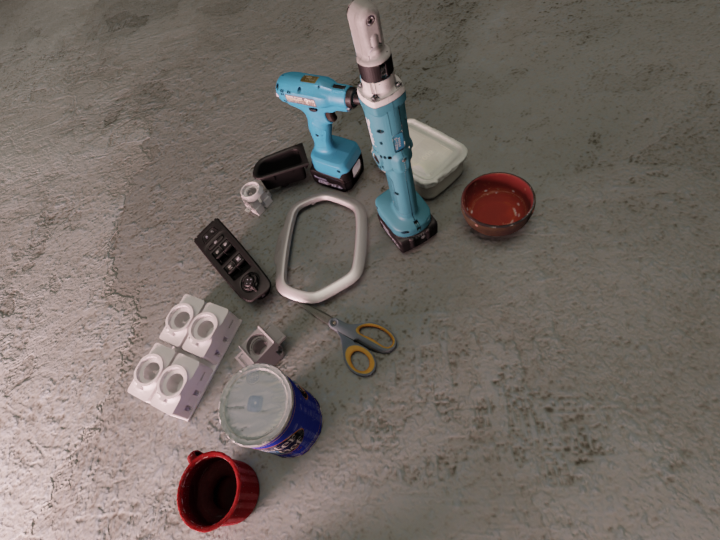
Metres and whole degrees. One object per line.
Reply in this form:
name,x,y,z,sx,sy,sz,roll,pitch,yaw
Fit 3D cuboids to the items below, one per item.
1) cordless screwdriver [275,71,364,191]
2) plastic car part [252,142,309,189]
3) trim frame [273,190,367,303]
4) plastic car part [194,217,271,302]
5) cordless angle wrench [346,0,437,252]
cordless screwdriver,-0.045,-0.245,0.770,0.167,0.237,0.074,22,68,25
plastic car part,-0.161,-0.207,0.887,0.117,0.067,0.069,-20,57,5
trim frame,-0.077,-0.051,0.792,0.188,0.026,0.255,-6,59,15
plastic car part,-0.234,-0.010,0.796,0.066,0.064,0.214,-42,57,-10
cordless angle wrench,0.044,-0.171,0.598,0.074,0.403,0.103,-30,58,-4
